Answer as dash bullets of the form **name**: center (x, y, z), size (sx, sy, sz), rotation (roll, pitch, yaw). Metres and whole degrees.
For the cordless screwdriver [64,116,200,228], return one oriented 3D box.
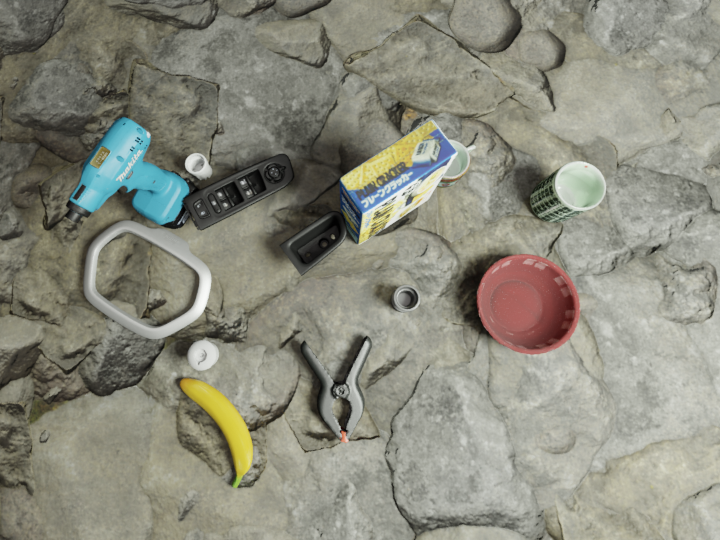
- **cordless screwdriver**: center (-0.358, -0.122, 0.682), size (0.075, 0.246, 0.159), rotation (30, 82, 3)

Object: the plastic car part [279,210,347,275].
- **plastic car part**: center (-0.072, -0.047, 0.738), size (0.116, 0.070, 0.067), rotation (-36, 82, -5)

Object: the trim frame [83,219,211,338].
- **trim frame**: center (-0.388, 0.012, 0.767), size (0.253, 0.027, 0.184), rotation (28, 82, 8)

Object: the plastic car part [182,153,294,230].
- **plastic car part**: center (-0.211, -0.141, 0.767), size (0.202, 0.066, 0.067), rotation (-29, 81, -3)
